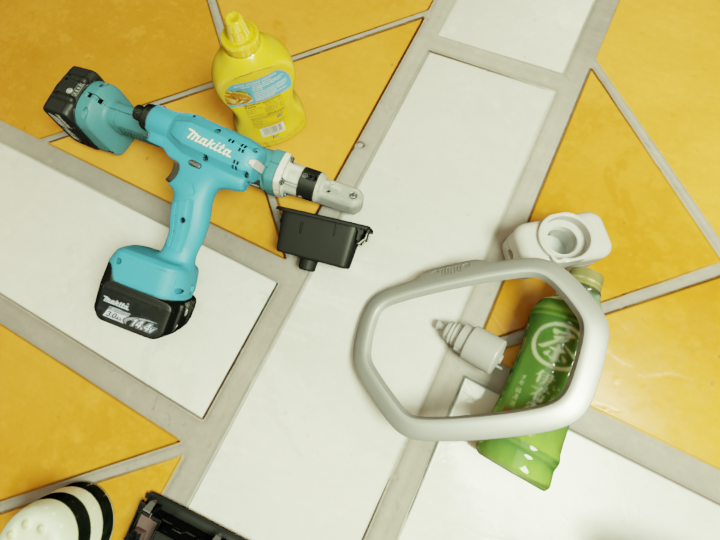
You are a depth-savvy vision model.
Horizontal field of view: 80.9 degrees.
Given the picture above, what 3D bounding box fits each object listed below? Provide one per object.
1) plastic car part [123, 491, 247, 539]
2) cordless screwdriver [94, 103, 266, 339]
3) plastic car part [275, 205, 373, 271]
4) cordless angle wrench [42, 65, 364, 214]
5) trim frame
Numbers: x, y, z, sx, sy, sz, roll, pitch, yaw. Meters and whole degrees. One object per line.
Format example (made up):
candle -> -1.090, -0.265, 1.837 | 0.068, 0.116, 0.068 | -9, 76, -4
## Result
plastic car part -> -0.146, 0.294, 0.414 | 0.206, 0.065, 0.067 | 19, 69, 9
cordless screwdriver -> -0.227, -0.060, 0.485 | 0.160, 0.074, 0.248 | 25, 92, 3
plastic car part -> -0.050, -0.033, 0.510 | 0.119, 0.064, 0.071 | 11, 89, 12
cordless angle wrench -> -0.197, -0.155, 0.548 | 0.430, 0.096, 0.075 | 20, 73, 8
trim frame -> 0.108, 0.072, 0.432 | 0.255, 0.026, 0.190 | -16, 59, 21
